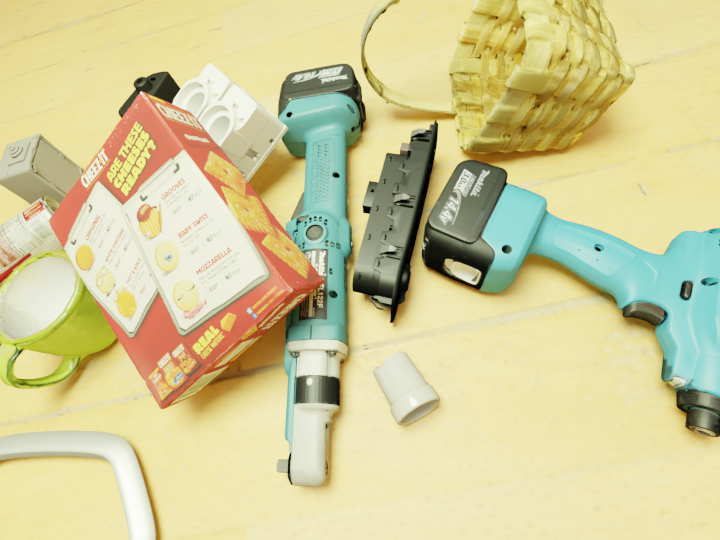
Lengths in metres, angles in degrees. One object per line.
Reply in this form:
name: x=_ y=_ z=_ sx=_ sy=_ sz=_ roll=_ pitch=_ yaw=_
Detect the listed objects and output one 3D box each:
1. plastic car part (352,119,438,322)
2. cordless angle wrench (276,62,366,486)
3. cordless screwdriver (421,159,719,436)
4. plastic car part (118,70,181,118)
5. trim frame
plastic car part: x=0.034 y=-0.053 z=0.412 sx=0.068 sy=0.065 sz=0.206 roll=10 pitch=66 yaw=4
cordless angle wrench: x=-0.041 y=-0.027 z=0.423 sx=0.100 sy=0.071 sz=0.433 roll=-6 pitch=63 yaw=10
cordless screwdriver: x=0.174 y=0.009 z=0.349 sx=0.257 sy=0.071 sz=0.160 roll=20 pitch=69 yaw=18
plastic car part: x=-0.293 y=-0.231 z=0.591 sx=0.068 sy=0.068 sz=0.117 roll=14 pitch=69 yaw=16
trim frame: x=-0.288 y=0.238 z=0.362 sx=0.252 sy=0.026 sz=0.189 roll=-6 pitch=60 yaw=8
